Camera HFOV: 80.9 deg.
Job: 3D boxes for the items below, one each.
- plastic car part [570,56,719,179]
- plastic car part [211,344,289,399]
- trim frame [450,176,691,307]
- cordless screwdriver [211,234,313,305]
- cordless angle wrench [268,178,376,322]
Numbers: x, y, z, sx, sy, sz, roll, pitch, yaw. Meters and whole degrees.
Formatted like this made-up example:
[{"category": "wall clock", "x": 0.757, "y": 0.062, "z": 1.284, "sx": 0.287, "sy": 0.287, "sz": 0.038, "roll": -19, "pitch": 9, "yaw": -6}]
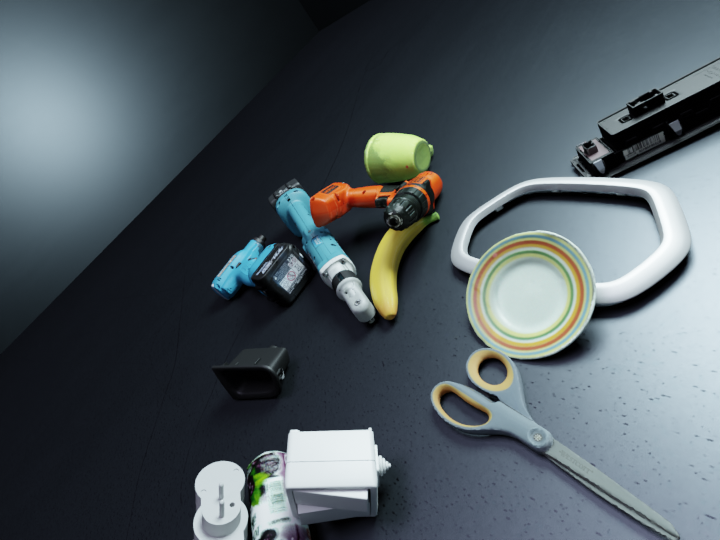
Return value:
[{"category": "plastic car part", "x": 0.347, "y": -0.179, "z": 0.478, "sx": 0.207, "sy": 0.064, "sz": 0.067, "roll": -24, "pitch": 28, "yaw": 21}, {"category": "plastic car part", "x": -0.146, "y": 0.141, "z": 0.618, "sx": 0.120, "sy": 0.064, "sz": 0.071, "roll": -15, "pitch": 25, "yaw": 31}, {"category": "trim frame", "x": 0.216, "y": -0.040, "z": 0.478, "sx": 0.183, "sy": 0.026, "sz": 0.262, "roll": -50, "pitch": 35, "yaw": -15}, {"category": "cordless screwdriver", "x": -0.188, "y": -0.014, "z": 0.826, "sx": 0.260, "sy": 0.071, "sz": 0.159, "roll": -1, "pitch": 50, "yaw": 50}, {"category": "cordless angle wrench", "x": -0.072, "y": -0.047, "z": 0.731, "sx": 0.074, "sy": 0.093, "sz": 0.444, "roll": -37, "pitch": 36, "yaw": 0}]
